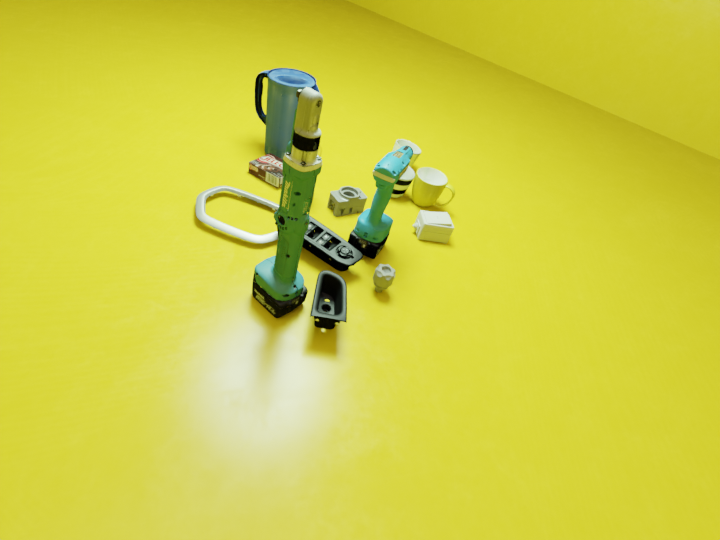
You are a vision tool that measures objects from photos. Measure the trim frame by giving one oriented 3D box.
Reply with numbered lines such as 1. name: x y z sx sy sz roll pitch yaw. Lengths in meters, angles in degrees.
1. trim frame: -0.275 -0.137 1.009 0.252 0.027 0.185 19 41 6

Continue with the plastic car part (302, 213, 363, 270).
1. plastic car part: -0.092 -0.060 0.943 0.210 0.066 0.065 31 43 19

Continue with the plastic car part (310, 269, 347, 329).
1. plastic car part: -0.062 0.065 0.806 0.065 0.070 0.120 10 41 -7

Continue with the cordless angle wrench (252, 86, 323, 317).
1. cordless angle wrench: -0.114 -0.092 0.705 0.102 0.416 0.072 39 44 23

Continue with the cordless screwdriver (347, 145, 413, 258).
1. cordless screwdriver: 0.052 -0.158 0.955 0.076 0.244 0.158 27 41 10
